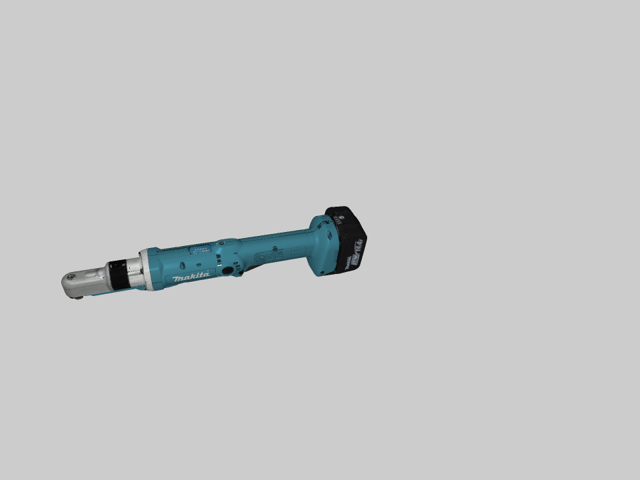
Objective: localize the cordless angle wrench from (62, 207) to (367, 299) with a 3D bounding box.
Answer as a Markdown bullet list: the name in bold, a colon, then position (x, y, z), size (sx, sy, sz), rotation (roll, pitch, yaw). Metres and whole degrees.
- **cordless angle wrench**: position (-0.139, 0.028, 0.623), size (0.422, 0.098, 0.074), rotation (-9, 45, -20)
